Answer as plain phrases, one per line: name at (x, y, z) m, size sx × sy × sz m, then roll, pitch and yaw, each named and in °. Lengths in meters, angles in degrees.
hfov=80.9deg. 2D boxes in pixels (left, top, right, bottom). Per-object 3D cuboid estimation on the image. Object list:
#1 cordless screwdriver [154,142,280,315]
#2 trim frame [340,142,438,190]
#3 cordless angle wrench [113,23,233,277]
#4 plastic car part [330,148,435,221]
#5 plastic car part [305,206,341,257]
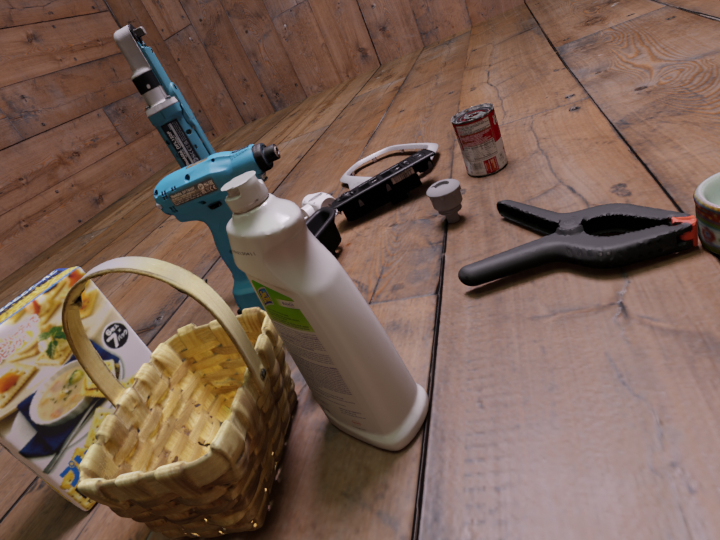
cordless screwdriver at (-0.129, -0.033, 0.537) m, size 0.162 × 0.239 × 0.076 m, roll -18°, pitch 27°, yaw 16°
trim frame at (0.056, -0.225, 0.911) m, size 0.182 × 0.026 × 0.262 m, roll -39°, pitch 31°, yaw -20°
cordless angle wrench at (-0.235, -0.150, 0.640) m, size 0.099 × 0.407 × 0.077 m, roll -23°, pitch 26°, yaw 6°
plastic car part at (0.041, -0.147, 0.759) m, size 0.204 × 0.064 × 0.068 m, roll -24°, pitch 27°, yaw 5°
plastic car part at (-0.066, -0.043, 0.677) m, size 0.069 × 0.068 × 0.115 m, roll 0°, pitch 38°, yaw 41°
